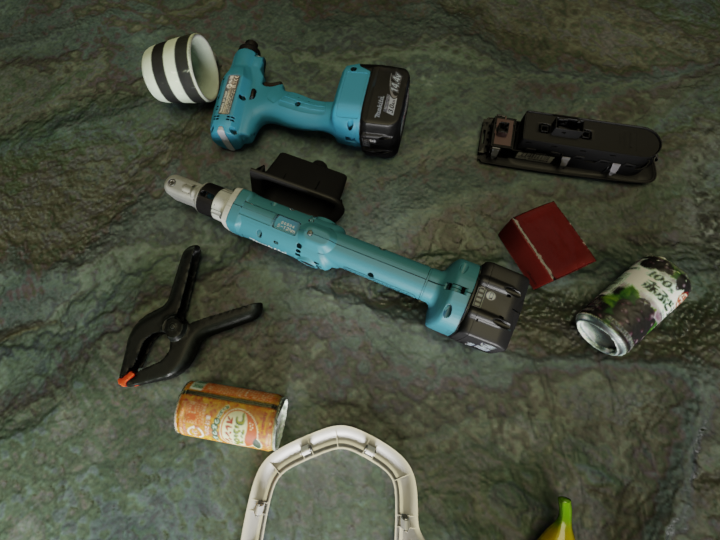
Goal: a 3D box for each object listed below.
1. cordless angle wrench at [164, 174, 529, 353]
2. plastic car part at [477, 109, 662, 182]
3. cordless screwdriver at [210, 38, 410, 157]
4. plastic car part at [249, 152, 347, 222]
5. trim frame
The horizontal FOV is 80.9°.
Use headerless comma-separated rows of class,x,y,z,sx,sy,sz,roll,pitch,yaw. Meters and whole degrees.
cordless angle wrench,-0.046,-0.030,0.474,0.435,0.095,0.074,22,79,15
plastic car part,0.253,-0.154,0.503,0.205,0.065,0.067,13,67,6
cordless screwdriver,-0.064,-0.230,0.548,0.254,0.072,0.161,6,73,10
plastic car part,-0.068,-0.106,0.518,0.118,0.064,0.072,16,61,5
trim frame,-0.027,0.281,0.402,0.186,0.027,0.252,6,71,6
